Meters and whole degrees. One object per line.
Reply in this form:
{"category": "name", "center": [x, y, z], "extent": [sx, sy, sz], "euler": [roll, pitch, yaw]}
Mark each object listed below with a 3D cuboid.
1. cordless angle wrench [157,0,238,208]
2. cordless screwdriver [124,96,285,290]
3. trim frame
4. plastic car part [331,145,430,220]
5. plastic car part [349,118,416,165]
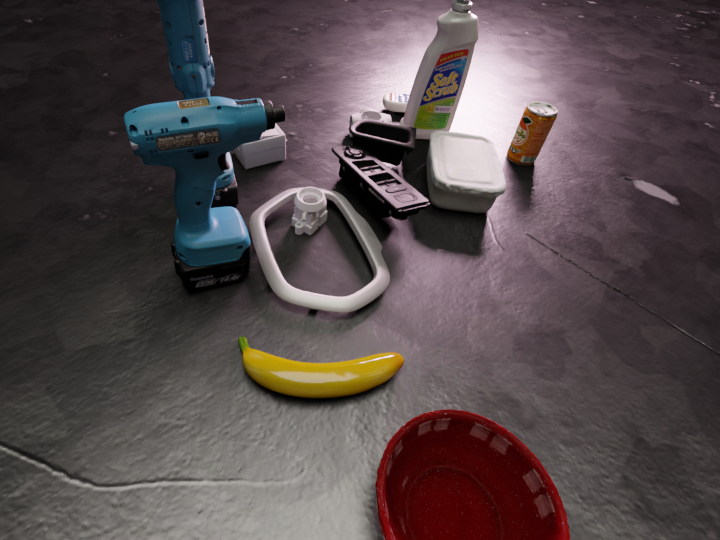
{"category": "cordless angle wrench", "center": [-0.218, -0.261, 0.548], "extent": [0.073, 0.412, 0.103], "euler": [-10, 51, -18]}
{"category": "cordless screwdriver", "center": [-0.167, -0.088, 0.508], "extent": [0.156, 0.242, 0.078], "euler": [-13, 52, -19]}
{"category": "trim frame", "center": [-0.060, -0.039, 0.616], "extent": [0.180, 0.027, 0.261], "euler": [-16, 51, -17]}
{"category": "plastic car part", "center": [0.022, -0.141, 0.688], "extent": [0.065, 0.065, 0.214], "euler": [-21, 52, -23]}
{"category": "plastic car part", "center": [0.035, -0.224, 0.762], "extent": [0.118, 0.069, 0.067], "euler": [11, 48, 5]}
